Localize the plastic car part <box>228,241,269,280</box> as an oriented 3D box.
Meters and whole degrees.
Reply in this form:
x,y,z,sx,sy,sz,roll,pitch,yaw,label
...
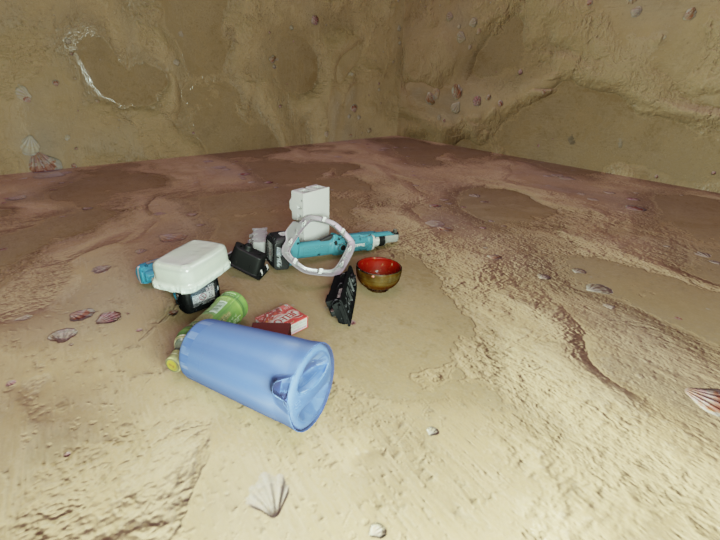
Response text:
x,y,z,sx,sy,sz,roll,pitch,yaw,label
-0.297,-0.036,1.118,0.118,0.070,0.066,27,28,4,plastic car part

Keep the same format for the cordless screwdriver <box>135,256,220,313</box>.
x,y,z,sx,sy,sz,roll,pitch,yaw,label
-0.432,0.014,1.050,0.263,0.072,0.154,19,31,39,cordless screwdriver

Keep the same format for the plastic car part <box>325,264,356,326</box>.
x,y,z,sx,sy,sz,roll,pitch,yaw,label
-0.043,0.056,0.979,0.068,0.064,0.204,-21,21,19,plastic car part

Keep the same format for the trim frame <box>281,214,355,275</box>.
x,y,z,sx,sy,sz,roll,pitch,yaw,label
-0.110,-0.072,1.122,0.186,0.027,0.249,24,42,3,trim frame

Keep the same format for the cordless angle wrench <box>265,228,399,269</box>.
x,y,z,sx,sy,sz,roll,pitch,yaw,label
-0.065,-0.078,1.234,0.408,0.096,0.078,-8,25,-26,cordless angle wrench
